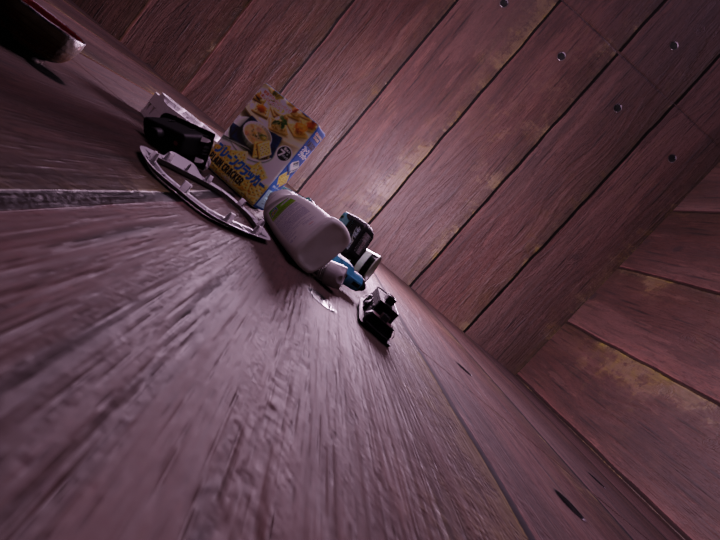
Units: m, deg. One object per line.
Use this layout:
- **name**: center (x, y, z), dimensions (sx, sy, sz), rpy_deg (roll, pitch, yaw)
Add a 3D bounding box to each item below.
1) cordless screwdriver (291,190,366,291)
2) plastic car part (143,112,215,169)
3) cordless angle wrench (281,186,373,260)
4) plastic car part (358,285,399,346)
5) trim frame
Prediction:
- **cordless screwdriver**: center (-0.086, -0.056, 0.875), dimensions (0.150, 0.074, 0.263), rpy_deg (36, 11, -42)
- **plastic car part**: center (-0.311, -0.220, 0.697), dimensions (0.119, 0.065, 0.070), rpy_deg (28, 18, 11)
- **cordless angle wrench**: center (-0.160, -0.166, 1.103), dimensions (0.444, 0.098, 0.071), rpy_deg (33, -2, 28)
- **plastic car part**: center (0.033, 0.067, 0.760), dimensions (0.066, 0.067, 0.203), rpy_deg (33, 3, -4)
- **trim frame**: center (-0.222, -0.115, 0.635), dimensions (0.192, 0.027, 0.238), rpy_deg (41, 7, 21)
